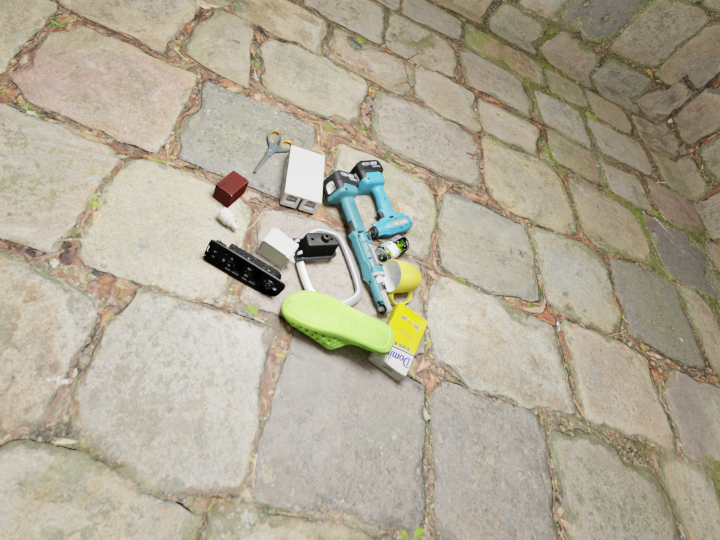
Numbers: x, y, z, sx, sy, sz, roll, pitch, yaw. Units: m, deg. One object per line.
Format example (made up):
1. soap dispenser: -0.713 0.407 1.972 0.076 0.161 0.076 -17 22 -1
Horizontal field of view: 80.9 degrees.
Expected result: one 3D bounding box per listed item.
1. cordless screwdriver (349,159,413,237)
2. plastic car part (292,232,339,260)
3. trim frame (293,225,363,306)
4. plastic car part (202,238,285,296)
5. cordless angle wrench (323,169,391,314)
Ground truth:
1. cordless screwdriver: 0.040 -0.212 1.277 0.154 0.075 0.256 -16 71 -34
2. plastic car part: -0.106 -0.069 1.080 0.112 0.071 0.068 -3 63 -25
3. trim frame: -0.083 -0.012 1.111 0.177 0.027 0.258 -7 60 -28
4. plastic car part: -0.268 -0.008 1.002 0.203 0.066 0.067 33 25 -1
5. cordless angle wrench: 0.001 -0.080 1.164 0.093 0.076 0.436 5 58 -48
